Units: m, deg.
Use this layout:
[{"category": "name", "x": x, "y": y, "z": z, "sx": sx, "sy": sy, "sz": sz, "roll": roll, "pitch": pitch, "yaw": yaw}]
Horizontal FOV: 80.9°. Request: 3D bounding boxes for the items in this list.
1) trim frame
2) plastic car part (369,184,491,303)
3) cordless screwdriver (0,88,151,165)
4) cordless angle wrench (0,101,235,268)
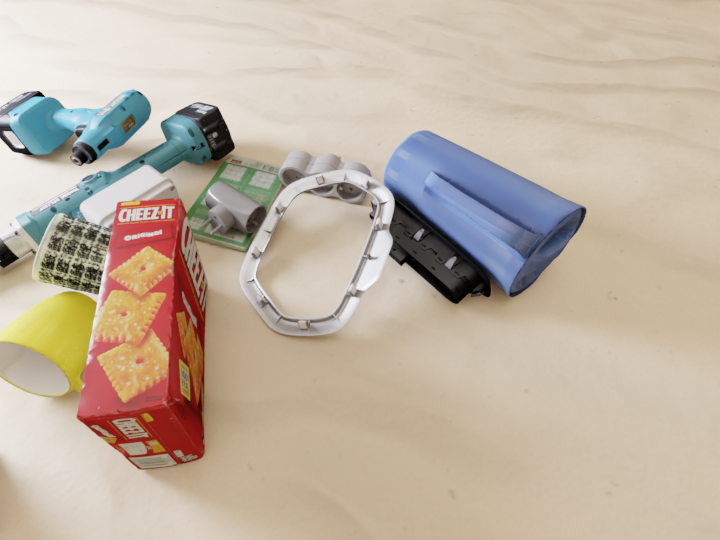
[{"category": "trim frame", "x": -0.053, "y": -0.035, "z": 0.546, "sx": 0.191, "sy": 0.026, "sz": 0.250, "roll": 16, "pitch": 66, "yaw": 20}, {"category": "plastic car part", "x": 0.079, "y": -0.029, "z": 0.556, "sx": 0.066, "sy": 0.064, "sz": 0.213, "roll": -40, "pitch": 62, "yaw": -18}, {"category": "cordless screwdriver", "x": -0.465, "y": -0.218, "z": 0.657, "sx": 0.257, "sy": 0.071, "sz": 0.161, "roll": 5, "pitch": 50, "yaw": 18}, {"category": "cordless angle wrench", "x": -0.376, "y": -0.112, "z": 0.610, "sx": 0.104, "sy": 0.071, "sz": 0.418, "roll": 27, "pitch": 59, "yaw": 38}]
